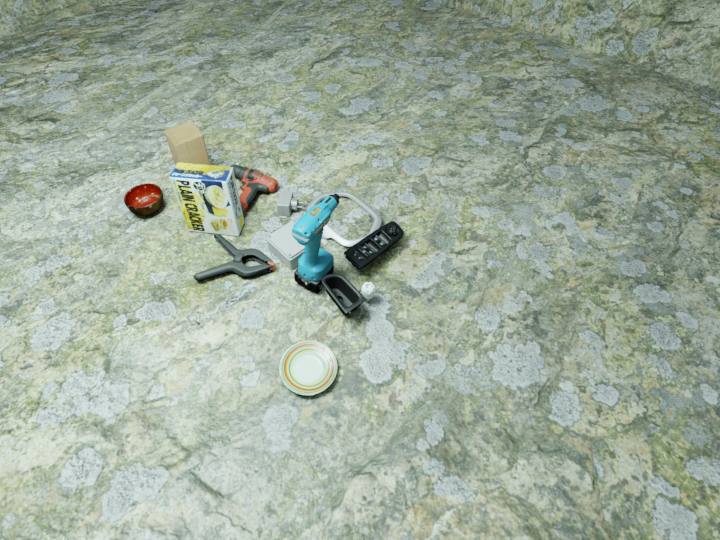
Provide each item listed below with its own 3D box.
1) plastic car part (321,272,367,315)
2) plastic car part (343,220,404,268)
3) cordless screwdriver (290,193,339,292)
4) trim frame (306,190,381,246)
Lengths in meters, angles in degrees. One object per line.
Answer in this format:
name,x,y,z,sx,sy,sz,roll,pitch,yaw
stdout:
plastic car part,-0.047,0.066,1.059,0.065,0.069,0.122,-30,57,-23
plastic car part,0.043,-0.064,1.165,0.069,0.065,0.200,37,60,25
cordless screwdriver,-0.103,-0.068,1.058,0.077,0.241,0.158,27,55,17
trim frame,-0.051,-0.159,1.269,0.181,0.027,0.261,-32,57,-23
